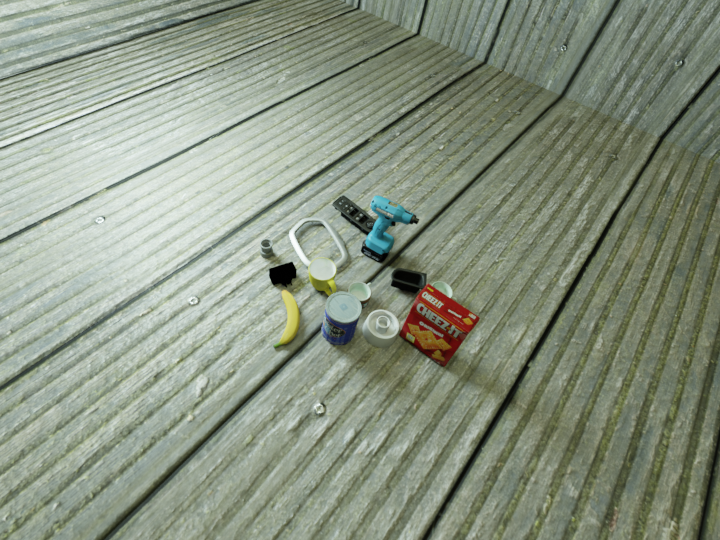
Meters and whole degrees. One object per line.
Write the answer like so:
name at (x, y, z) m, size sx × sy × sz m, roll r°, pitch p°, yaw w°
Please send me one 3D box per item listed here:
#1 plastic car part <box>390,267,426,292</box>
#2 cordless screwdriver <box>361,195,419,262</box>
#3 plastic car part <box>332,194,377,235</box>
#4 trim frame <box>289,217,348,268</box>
plastic car part at (0.151, 0.040, 1.389) m, size 0.117 × 0.069 × 0.067 m, roll 12°, pitch 51°, yaw 2°
cordless screwdriver at (0.093, -0.127, 1.406) m, size 0.164 × 0.243 × 0.074 m, roll 28°, pitch 52°, yaw 13°
plastic car part at (-0.014, -0.192, 1.562) m, size 0.211 × 0.065 × 0.065 m, roll 37°, pitch 55°, yaw 22°
trim frame at (-0.146, -0.096, 1.494) m, size 0.180 × 0.027 × 0.261 m, roll -20°, pitch 56°, yaw -21°
